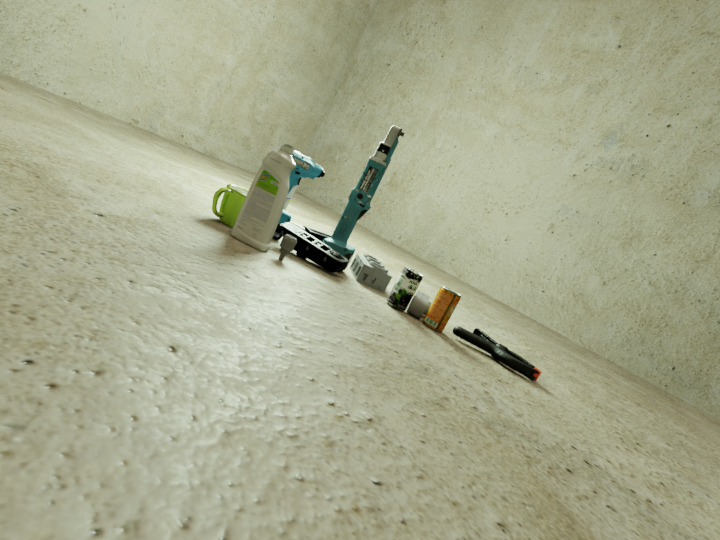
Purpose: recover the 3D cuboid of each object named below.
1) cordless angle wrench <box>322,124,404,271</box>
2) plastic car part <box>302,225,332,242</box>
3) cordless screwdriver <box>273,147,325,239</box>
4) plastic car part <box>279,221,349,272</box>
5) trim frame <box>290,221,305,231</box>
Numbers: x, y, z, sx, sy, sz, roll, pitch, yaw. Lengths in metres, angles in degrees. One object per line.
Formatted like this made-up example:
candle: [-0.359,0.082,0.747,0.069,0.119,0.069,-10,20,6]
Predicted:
cordless angle wrench: [0.003,-0.201,1.165,0.100,0.422,0.073,28,9,9]
plastic car part: [-0.123,-0.080,1.253,0.111,0.071,0.069,21,10,-28]
cordless screwdriver: [-0.205,-0.209,1.197,0.150,0.248,0.079,18,12,-44]
plastic car part: [-0.128,-0.056,1.117,0.207,0.067,0.065,28,9,10]
trim frame: [-0.186,-0.115,1.409,0.262,0.027,0.175,32,11,32]
